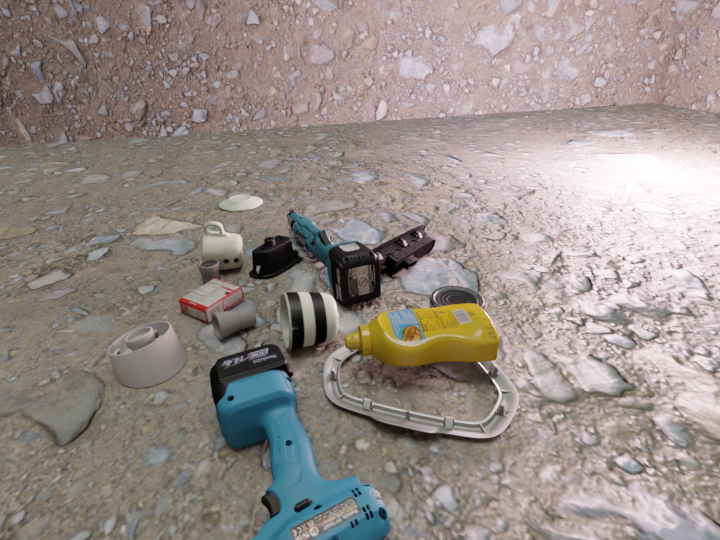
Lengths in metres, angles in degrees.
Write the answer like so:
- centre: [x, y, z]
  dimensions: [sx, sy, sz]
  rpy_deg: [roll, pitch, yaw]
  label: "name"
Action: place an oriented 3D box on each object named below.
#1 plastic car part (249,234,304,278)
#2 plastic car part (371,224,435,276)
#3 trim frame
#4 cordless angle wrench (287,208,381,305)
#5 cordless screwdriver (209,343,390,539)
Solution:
- centre: [-0.179, -0.036, 0.872]
  dimensions: [0.069, 0.069, 0.114]
  rpy_deg: [13, 28, 30]
  label: "plastic car part"
- centre: [0.088, -0.037, 0.849]
  dimensions: [0.070, 0.065, 0.198]
  rpy_deg: [26, 39, 28]
  label: "plastic car part"
- centre: [0.072, 0.140, 0.555]
  dimensions: [0.256, 0.027, 0.183]
  rpy_deg: [8, 31, 17]
  label: "trim frame"
- centre: [-0.087, -0.057, 0.893]
  dimensions: [0.072, 0.095, 0.444]
  rpy_deg: [-13, 25, -20]
  label: "cordless angle wrench"
- centre: [-0.103, 0.192, 0.433]
  dimensions: [0.155, 0.072, 0.263]
  rpy_deg: [-17, 34, -24]
  label: "cordless screwdriver"
